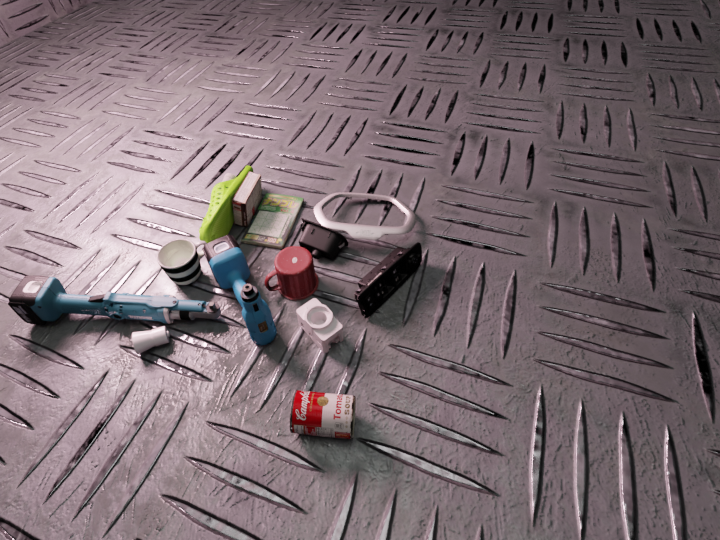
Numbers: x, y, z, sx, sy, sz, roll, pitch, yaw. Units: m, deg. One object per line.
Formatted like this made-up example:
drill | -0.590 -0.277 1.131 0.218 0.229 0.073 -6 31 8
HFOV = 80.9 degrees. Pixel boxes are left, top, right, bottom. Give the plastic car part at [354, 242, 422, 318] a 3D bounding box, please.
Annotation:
plastic car part | 0.056 0.011 0.893 0.200 0.064 0.071 -38 31 -23

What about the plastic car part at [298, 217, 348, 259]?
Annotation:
plastic car part | -0.095 -0.062 0.975 0.121 0.063 0.071 24 70 20

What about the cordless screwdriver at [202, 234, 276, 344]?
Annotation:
cordless screwdriver | -0.248 0.018 0.852 0.073 0.153 0.263 -25 50 -19

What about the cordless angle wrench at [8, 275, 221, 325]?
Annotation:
cordless angle wrench | -0.500 0.073 0.884 0.426 0.095 0.076 3 49 3

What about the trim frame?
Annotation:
trim frame | 0.010 -0.136 1.021 0.248 0.027 0.189 5 39 -1
